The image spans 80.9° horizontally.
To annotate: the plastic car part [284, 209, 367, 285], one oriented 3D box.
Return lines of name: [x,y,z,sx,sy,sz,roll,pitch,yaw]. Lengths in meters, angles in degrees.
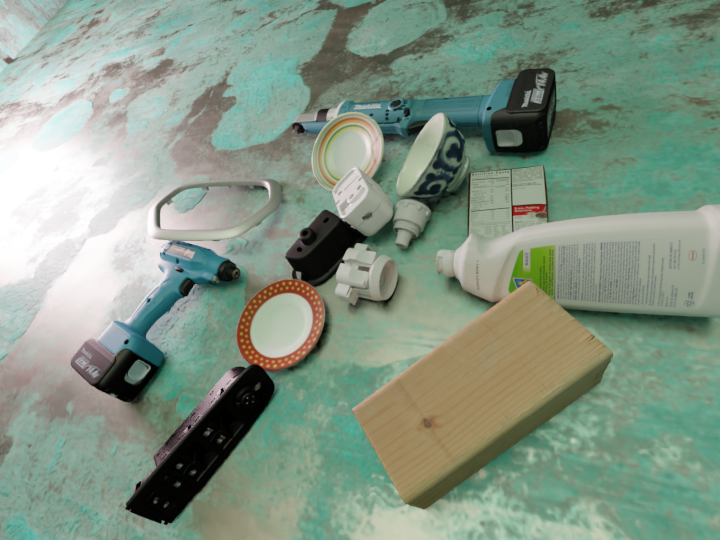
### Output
plastic car part: [-0.058,-0.038,0.589,0.116,0.067,0.070,-46,51,-13]

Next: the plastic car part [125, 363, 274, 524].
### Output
plastic car part: [-0.184,0.195,0.508,0.202,0.063,0.070,-48,27,-8]

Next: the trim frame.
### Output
trim frame: [-0.252,-0.110,0.726,0.255,0.026,0.187,-2,45,16]

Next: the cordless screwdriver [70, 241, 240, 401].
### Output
cordless screwdriver: [-0.295,0.068,0.632,0.167,0.070,0.249,12,61,30]

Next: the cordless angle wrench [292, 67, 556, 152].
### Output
cordless angle wrench: [0.064,-0.242,0.668,0.444,0.070,0.098,10,64,32]
